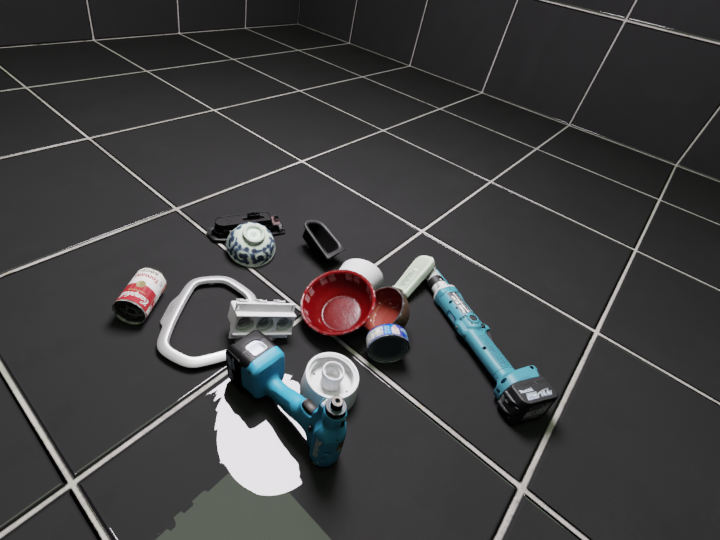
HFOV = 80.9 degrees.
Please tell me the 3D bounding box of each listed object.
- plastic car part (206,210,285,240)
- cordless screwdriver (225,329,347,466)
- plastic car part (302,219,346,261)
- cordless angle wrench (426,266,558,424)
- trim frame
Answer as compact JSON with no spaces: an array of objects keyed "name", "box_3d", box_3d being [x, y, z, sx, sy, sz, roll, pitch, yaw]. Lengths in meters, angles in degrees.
[{"name":"plastic car part","box_3d":[-0.298,-0.119,1.111,0.197,0.066,0.069,-13,53,-23]},{"name":"cordless screwdriver","box_3d":[-0.122,0.194,0.702,0.261,0.156,0.072,35,43,28]},{"name":"plastic car part","box_3d":[-0.106,-0.069,1.082,0.064,0.071,0.120,-26,68,-39]},{"name":"cordless angle wrench","box_3d":[0.243,0.124,0.935,0.095,0.073,0.445,-7,41,-22]},{"name":"trim frame","box_3d":[-0.315,0.098,0.875,0.183,0.027,0.255,9,41,-4]}]
